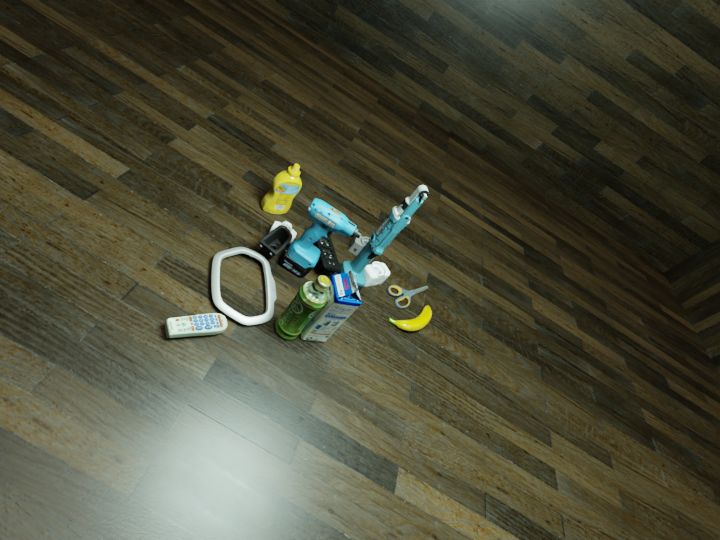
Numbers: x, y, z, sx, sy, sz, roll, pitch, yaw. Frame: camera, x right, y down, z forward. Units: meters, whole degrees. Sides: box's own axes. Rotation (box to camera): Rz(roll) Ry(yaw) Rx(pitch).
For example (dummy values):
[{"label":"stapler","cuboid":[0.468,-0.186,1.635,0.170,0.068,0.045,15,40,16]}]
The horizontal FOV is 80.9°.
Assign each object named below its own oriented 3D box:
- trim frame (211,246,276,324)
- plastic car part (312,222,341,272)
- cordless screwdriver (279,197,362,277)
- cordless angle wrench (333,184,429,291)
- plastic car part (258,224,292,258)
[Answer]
[{"label":"trim frame","cuboid":[-0.307,0.036,1.124,0.176,0.027,0.259,9,46,-28]},{"label":"plastic car part","cuboid":[-0.119,-0.065,1.330,0.063,0.067,0.211,11,45,-30]},{"label":"cordless screwdriver","cuboid":[-0.117,-0.077,1.197,0.158,0.250,0.075,34,39,-6]},{"label":"cordless angle wrench","cuboid":[0.055,-0.083,1.188,0.071,0.425,0.101,18,44,-25]},{"label":"plastic car part","cuboid":[-0.252,-0.076,1.241,0.066,0.071,0.115,38,39,0]}]
